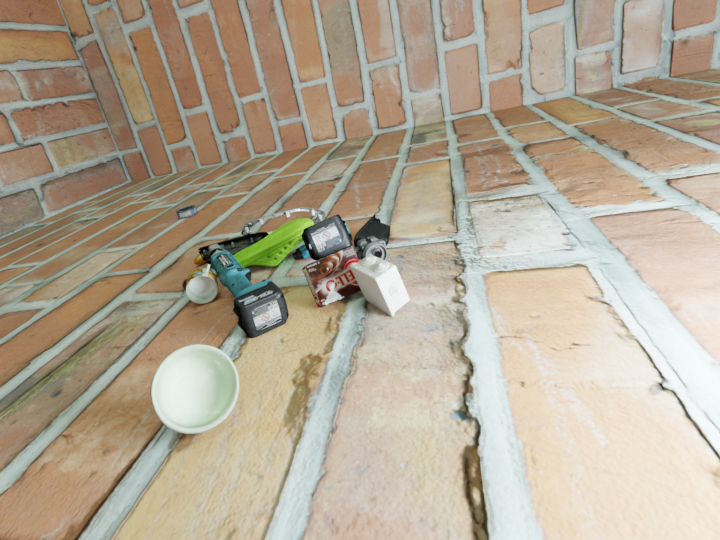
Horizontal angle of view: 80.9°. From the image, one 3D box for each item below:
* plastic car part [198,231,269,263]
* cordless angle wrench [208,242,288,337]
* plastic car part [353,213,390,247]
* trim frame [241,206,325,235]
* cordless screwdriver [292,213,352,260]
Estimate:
[{"bbox_3d":[-0.344,-0.057,1.183,0.201,0.064,0.070,-20,52,-8],"label":"plastic car part"},{"bbox_3d":[-0.290,0.012,0.970,0.096,0.072,0.446,-24,30,-22],"label":"cordless angle wrench"},{"bbox_3d":[0.038,-0.084,1.059,0.074,0.064,0.115,14,37,21],"label":"plastic car part"},{"bbox_3d":[-0.219,-0.130,1.199,0.251,0.028,0.179,-16,-10,6],"label":"trim frame"},{"bbox_3d":[-0.097,-0.063,0.989,0.159,0.074,0.248,-24,3,0],"label":"cordless screwdriver"}]
